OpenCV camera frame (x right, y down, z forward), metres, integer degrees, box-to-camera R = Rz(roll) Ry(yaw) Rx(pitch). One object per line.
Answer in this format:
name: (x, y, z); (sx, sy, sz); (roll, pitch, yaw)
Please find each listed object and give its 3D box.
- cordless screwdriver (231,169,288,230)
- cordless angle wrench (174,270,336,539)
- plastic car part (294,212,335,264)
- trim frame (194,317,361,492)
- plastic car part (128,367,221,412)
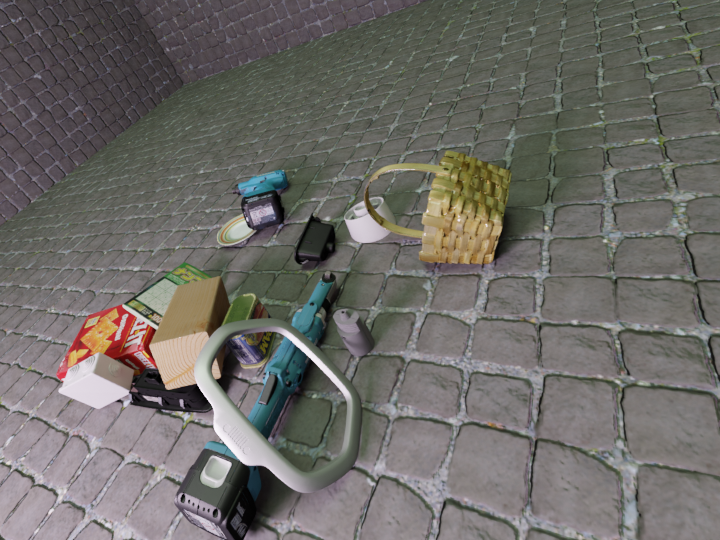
cordless screwdriver: (-0.271, -0.190, 1.101); (0.160, 0.071, 0.257); (-14, 31, 1)
cordless angle wrench: (-0.116, 0.155, 0.636); (0.077, 0.094, 0.425); (10, 44, 15)
plastic car part: (-0.086, -0.056, 0.880); (0.073, 0.063, 0.118); (4, 49, 15)
trim frame: (-0.103, 0.162, 0.555); (0.254, 0.027, 0.180); (41, 42, 11)
plastic car part: (-0.329, 0.199, 0.733); (0.211, 0.064, 0.066); (-1, 36, 27)
